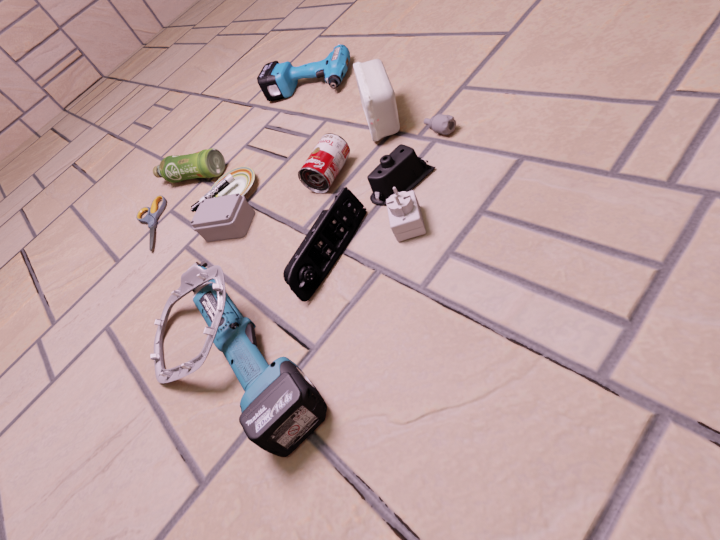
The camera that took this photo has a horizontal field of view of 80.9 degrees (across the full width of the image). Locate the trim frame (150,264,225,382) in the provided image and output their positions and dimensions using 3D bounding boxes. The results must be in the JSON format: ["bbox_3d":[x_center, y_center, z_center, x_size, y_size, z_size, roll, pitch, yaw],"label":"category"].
[{"bbox_3d":[-0.290,0.085,0.695,0.255,0.026,0.189,-26,54,40],"label":"trim frame"}]

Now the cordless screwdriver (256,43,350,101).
[{"bbox_3d":[-0.152,-0.511,1.120,0.257,0.070,0.162,-5,53,21],"label":"cordless screwdriver"}]

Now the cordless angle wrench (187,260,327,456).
[{"bbox_3d":[-0.205,0.094,0.670,0.097,0.070,0.448,-43,44,-9],"label":"cordless angle wrench"}]

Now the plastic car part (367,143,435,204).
[{"bbox_3d":[0.059,-0.173,0.731,0.116,0.067,0.070,-42,45,-11],"label":"plastic car part"}]

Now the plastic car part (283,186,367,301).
[{"bbox_3d":[-0.069,-0.045,0.707,0.070,0.063,0.203,3,56,42],"label":"plastic car part"}]
